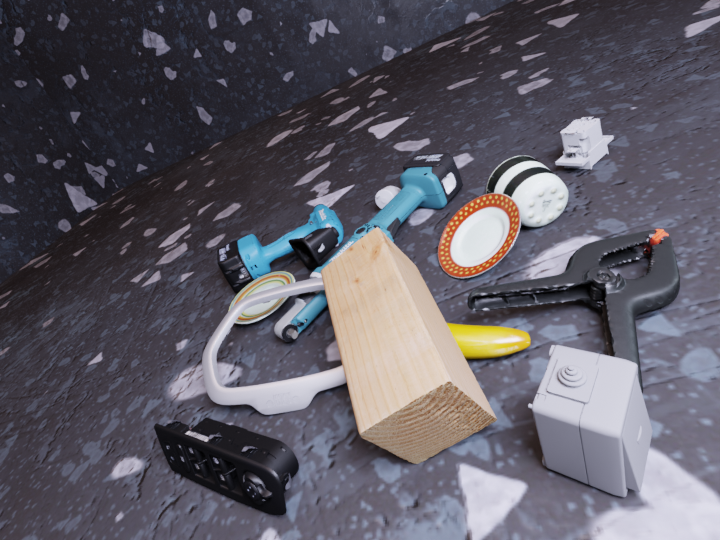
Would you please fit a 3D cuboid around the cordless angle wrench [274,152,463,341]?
[{"bbox_3d":[0.014,-0.045,0.689,0.103,0.071,0.419,13,52,49],"label":"cordless angle wrench"}]

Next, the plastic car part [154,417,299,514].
[{"bbox_3d":[-0.141,0.202,0.457,0.213,0.065,0.065,-1,12,41],"label":"plastic car part"}]

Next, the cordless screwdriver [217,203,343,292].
[{"bbox_3d":[-0.161,-0.059,0.853,0.249,0.071,0.165,-24,29,1],"label":"cordless screwdriver"}]

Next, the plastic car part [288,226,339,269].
[{"bbox_3d":[-0.070,-0.046,0.720,0.070,0.065,0.119,-39,11,-18],"label":"plastic car part"}]

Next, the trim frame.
[{"bbox_3d":[-0.100,0.094,0.562,0.252,0.026,0.190,-14,48,11],"label":"trim frame"}]
